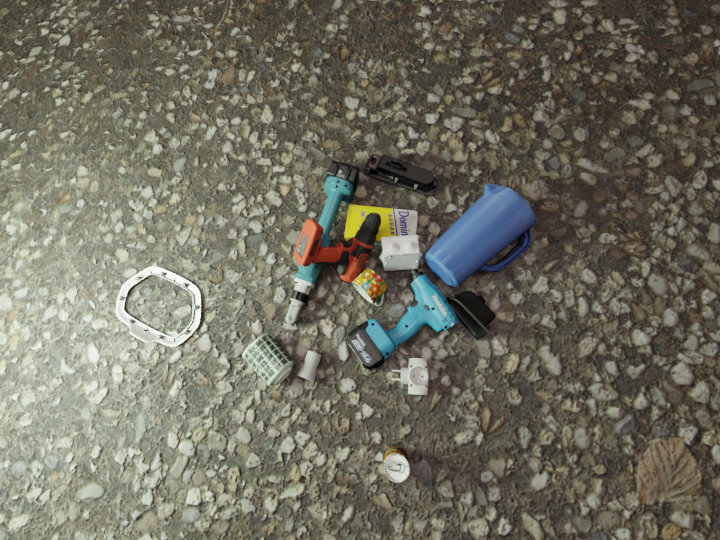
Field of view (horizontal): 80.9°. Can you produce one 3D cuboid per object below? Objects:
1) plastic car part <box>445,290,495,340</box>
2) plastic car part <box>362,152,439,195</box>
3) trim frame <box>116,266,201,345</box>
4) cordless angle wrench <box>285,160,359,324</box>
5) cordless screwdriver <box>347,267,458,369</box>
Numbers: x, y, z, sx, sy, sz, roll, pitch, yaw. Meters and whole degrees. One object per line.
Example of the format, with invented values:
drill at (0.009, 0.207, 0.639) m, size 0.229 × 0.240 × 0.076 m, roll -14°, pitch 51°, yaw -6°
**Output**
plastic car part at (0.262, 0.090, 0.975) m, size 0.070 × 0.064 × 0.121 m, roll -29°, pitch 68°, yaw -19°
plastic car part at (0.111, -0.259, 1.107) m, size 0.208 × 0.065 × 0.066 m, roll 25°, pitch 70°, yaw 12°
trim frame at (-0.526, 0.092, 1.100) m, size 0.255 × 0.027 × 0.184 m, roll 24°, pitch 78°, yaw 13°
cordless angle wrench at (-0.104, -0.068, 1.061) m, size 0.076 × 0.096 × 0.425 m, roll 18°, pitch 79°, yaw 6°
cordless screwdriver at (0.082, 0.112, 0.984) m, size 0.247 × 0.072 × 0.164 m, roll -29°, pitch 71°, yaw -6°
